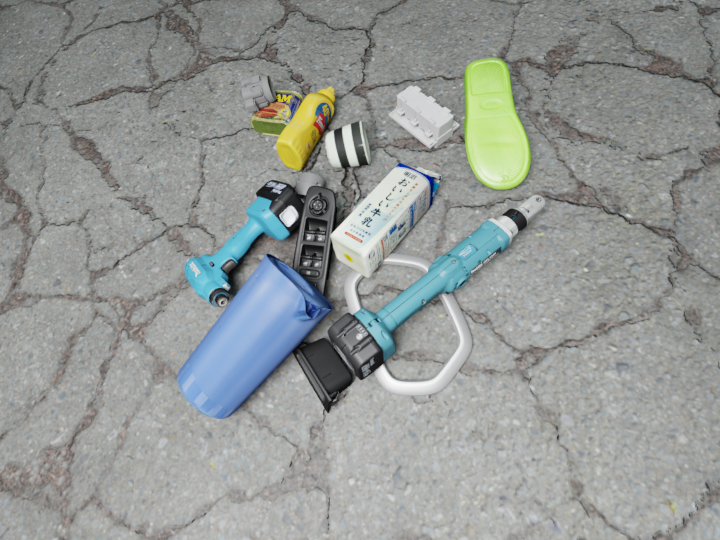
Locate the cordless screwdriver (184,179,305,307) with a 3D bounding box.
[{"bbox_3d":[-0.196,-0.047,0.750,0.247,0.070,0.168,-46,39,-11],"label":"cordless screwdriver"}]

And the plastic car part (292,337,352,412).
[{"bbox_3d":[-0.055,0.152,0.672,0.069,0.064,0.122,-23,60,-20],"label":"plastic car part"}]

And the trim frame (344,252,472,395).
[{"bbox_3d":[0.070,0.079,0.698,0.184,0.026,0.258,-22,65,-2],"label":"trim frame"}]

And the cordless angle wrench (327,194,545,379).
[{"bbox_3d":[0.139,0.004,0.665,0.419,0.094,0.078,-37,64,-12],"label":"cordless angle wrench"}]

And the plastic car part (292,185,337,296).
[{"bbox_3d":[-0.073,-0.048,0.749,0.069,0.064,0.203,5,87,27],"label":"plastic car part"}]
